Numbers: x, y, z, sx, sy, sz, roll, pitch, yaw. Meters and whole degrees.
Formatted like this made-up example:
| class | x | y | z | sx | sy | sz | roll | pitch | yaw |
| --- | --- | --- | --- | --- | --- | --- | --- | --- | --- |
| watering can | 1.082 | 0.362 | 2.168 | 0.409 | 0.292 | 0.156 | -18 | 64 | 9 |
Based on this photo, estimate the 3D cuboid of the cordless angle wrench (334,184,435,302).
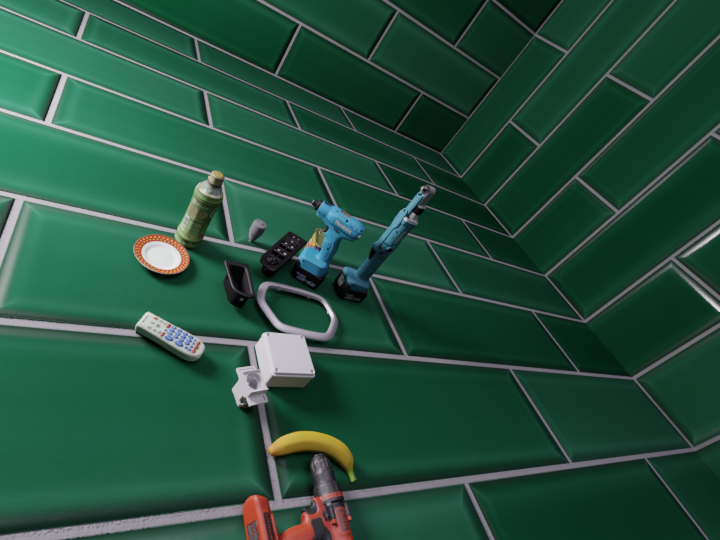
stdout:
| class | x | y | z | sx | sy | sz | roll | pitch | yaw |
| --- | --- | --- | --- | --- | --- | --- | --- | --- | --- |
| cordless angle wrench | 0.072 | -0.073 | 1.203 | 0.093 | 0.424 | 0.078 | 17 | 37 | -32 |

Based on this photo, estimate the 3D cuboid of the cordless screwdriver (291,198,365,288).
| class | x | y | z | sx | sy | sz | roll | pitch | yaw |
| --- | --- | --- | --- | --- | --- | --- | --- | --- | --- |
| cordless screwdriver | -0.117 | -0.076 | 1.193 | 0.158 | 0.249 | 0.075 | 35 | 31 | -5 |

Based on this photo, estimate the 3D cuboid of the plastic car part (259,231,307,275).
| class | x | y | z | sx | sy | sz | roll | pitch | yaw |
| --- | --- | --- | --- | --- | --- | --- | --- | --- | --- |
| plastic car part | -0.231 | -0.044 | 1.214 | 0.066 | 0.067 | 0.202 | 37 | 30 | -1 |

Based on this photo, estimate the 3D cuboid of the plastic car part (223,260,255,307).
| class | x | y | z | sx | sy | sz | roll | pitch | yaw |
| --- | --- | --- | --- | --- | --- | --- | --- | --- | --- |
| plastic car part | -0.301 | 0.042 | 1.022 | 0.063 | 0.071 | 0.122 | 12 | 38 | -36 |

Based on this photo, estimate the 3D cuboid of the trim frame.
| class | x | y | z | sx | sy | sz | roll | pitch | yaw |
| --- | --- | --- | --- | --- | --- | --- | --- | --- | --- |
| trim frame | -0.163 | 0.104 | 1.115 | 0.237 | 0.027 | 0.192 | 16 | 36 | -30 |
